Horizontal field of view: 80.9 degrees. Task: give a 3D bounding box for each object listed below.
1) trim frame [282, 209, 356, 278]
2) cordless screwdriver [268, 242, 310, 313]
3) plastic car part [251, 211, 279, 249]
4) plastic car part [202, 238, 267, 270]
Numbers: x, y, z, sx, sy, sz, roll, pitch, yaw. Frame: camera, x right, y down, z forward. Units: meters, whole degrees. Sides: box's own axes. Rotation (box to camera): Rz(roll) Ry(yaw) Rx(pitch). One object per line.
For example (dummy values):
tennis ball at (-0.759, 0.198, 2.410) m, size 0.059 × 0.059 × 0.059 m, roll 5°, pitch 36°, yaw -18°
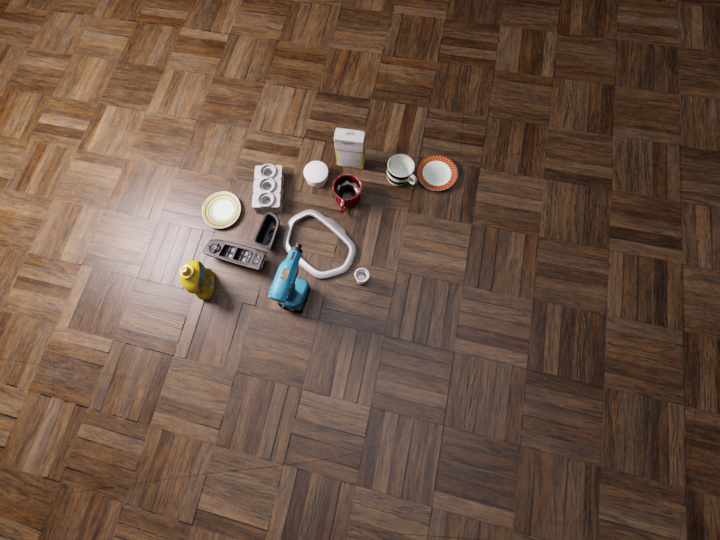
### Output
trim frame at (-0.130, -0.085, 1.328) m, size 0.256 × 0.027 × 0.183 m, roll 40°, pitch 79°, yaw 15°
cordless screwdriver at (-0.188, 0.029, 1.182) m, size 0.075 × 0.243 × 0.160 m, roll 18°, pitch 75°, yaw 5°
plastic car part at (-0.286, -0.118, 1.329) m, size 0.067 × 0.069 × 0.117 m, roll 17°, pitch 74°, yaw 7°
plastic car part at (-0.388, -0.048, 1.316) m, size 0.207 × 0.065 × 0.067 m, roll 16°, pitch 74°, yaw 9°
